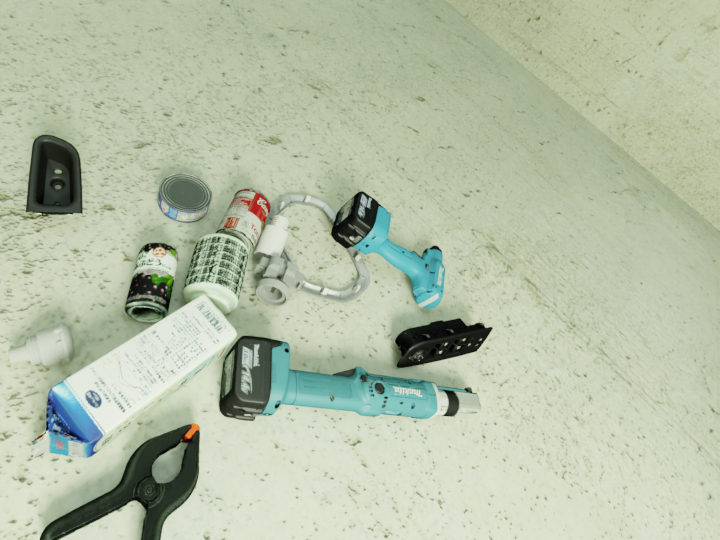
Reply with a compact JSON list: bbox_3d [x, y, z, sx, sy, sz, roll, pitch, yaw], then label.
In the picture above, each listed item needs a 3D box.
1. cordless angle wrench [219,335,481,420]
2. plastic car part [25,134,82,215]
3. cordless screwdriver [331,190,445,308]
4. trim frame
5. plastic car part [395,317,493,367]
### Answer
[{"bbox_3d":[0.012,0.179,0.620,0.407,0.075,0.101,14,50,-23],"label":"cordless angle wrench"},{"bbox_3d":[-0.439,-0.127,0.611,0.063,0.072,0.119,0,72,-33],"label":"plastic car part"},{"bbox_3d":[0.068,-0.053,0.820,0.243,0.075,0.161,38,41,-14],"label":"cordless screwdriver"},{"bbox_3d":[-0.077,-0.050,0.785,0.177,0.027,0.258,-11,59,-36],"label":"trim frame"},{"bbox_3d":[0.139,0.120,0.742,0.195,0.066,0.070,-9,51,-35],"label":"plastic car part"}]
